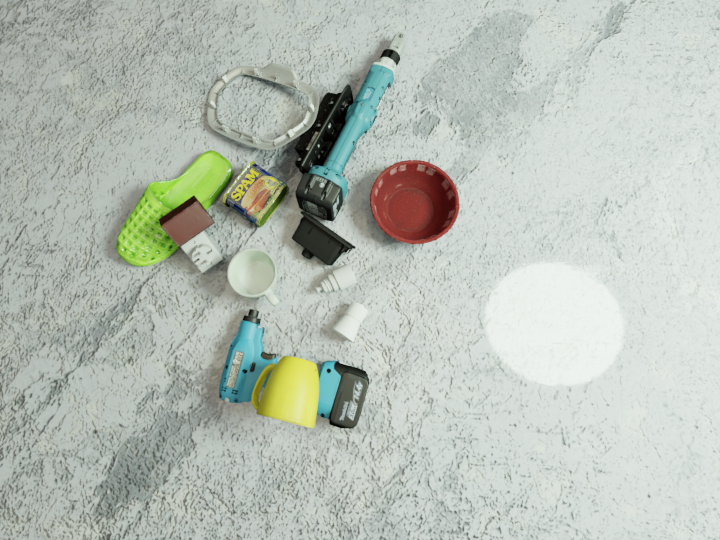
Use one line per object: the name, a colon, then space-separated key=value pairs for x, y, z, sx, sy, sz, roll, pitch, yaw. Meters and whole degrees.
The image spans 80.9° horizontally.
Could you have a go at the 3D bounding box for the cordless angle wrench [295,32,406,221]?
cordless angle wrench: x=0.001 y=-0.298 z=0.820 sx=0.076 sy=0.096 sz=0.424 roll=23 pitch=76 yaw=7

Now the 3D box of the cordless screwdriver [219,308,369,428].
cordless screwdriver: x=-0.109 y=0.167 z=0.724 sx=0.253 sy=0.072 sz=0.160 roll=11 pitch=78 yaw=8

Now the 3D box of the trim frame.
trim frame: x=-0.201 y=-0.335 z=0.847 sx=0.258 sy=0.026 sz=0.184 roll=24 pitch=76 yaw=20

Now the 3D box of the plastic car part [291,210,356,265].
plastic car part: x=-0.077 y=-0.050 z=0.783 sx=0.119 sy=0.064 sz=0.071 roll=32 pitch=94 yaw=11

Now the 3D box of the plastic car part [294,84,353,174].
plastic car part: x=-0.076 y=-0.275 z=0.835 sx=0.071 sy=0.063 sz=0.203 roll=25 pitch=79 yaw=31
